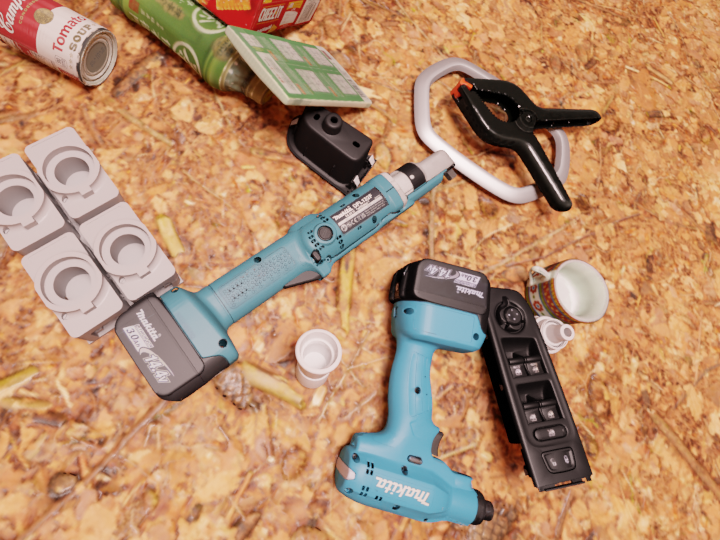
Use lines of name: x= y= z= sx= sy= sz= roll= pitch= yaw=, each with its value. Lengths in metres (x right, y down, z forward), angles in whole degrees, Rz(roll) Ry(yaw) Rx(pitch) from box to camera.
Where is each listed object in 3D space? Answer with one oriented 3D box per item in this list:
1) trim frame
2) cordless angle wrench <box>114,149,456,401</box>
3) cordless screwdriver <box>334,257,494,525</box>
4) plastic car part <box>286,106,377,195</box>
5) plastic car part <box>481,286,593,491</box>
trim frame: x=0.181 y=-0.196 z=0.583 sx=0.249 sy=0.027 sz=0.184 roll=33 pitch=70 yaw=1
cordless angle wrench: x=-0.045 y=-0.030 z=0.462 sx=0.417 sy=0.075 sz=0.099 roll=-37 pitch=86 yaw=-22
cordless screwdriver: x=0.082 y=0.122 z=0.440 sx=0.157 sy=0.075 sz=0.251 roll=19 pitch=74 yaw=-7
plastic car part: x=-0.034 y=-0.154 z=0.500 sx=0.116 sy=0.071 sz=0.066 roll=37 pitch=68 yaw=-4
plastic car part: x=0.174 y=0.117 z=0.460 sx=0.065 sy=0.066 sz=0.208 roll=-7 pitch=71 yaw=-9
